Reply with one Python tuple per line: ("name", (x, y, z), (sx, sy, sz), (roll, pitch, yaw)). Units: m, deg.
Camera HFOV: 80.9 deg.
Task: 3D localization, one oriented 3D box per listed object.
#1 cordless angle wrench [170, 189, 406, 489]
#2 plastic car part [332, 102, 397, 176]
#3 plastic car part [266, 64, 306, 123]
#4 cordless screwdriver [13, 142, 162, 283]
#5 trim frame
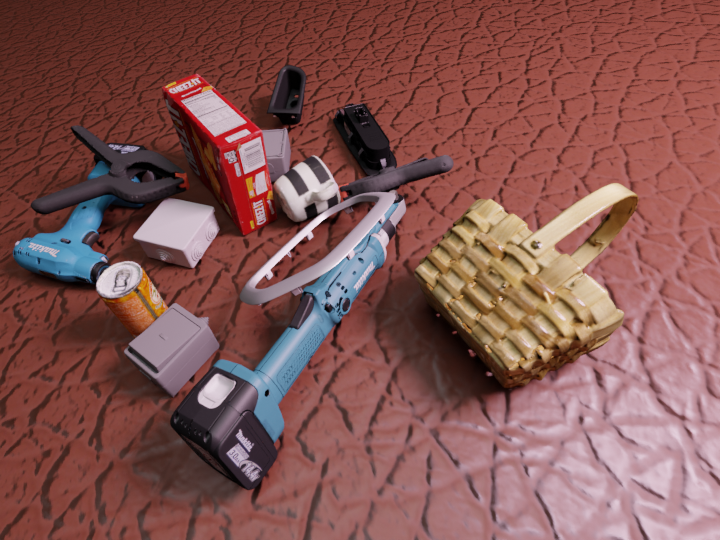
("cordless angle wrench", (-0.041, 0.036, 0.514), (0.078, 0.094, 0.421), (9, 46, 33))
("plastic car part", (0.010, -0.245, 0.752), (0.065, 0.065, 0.212), (-12, 53, -14))
("plastic car part", (-0.135, -0.336, 0.834), (0.067, 0.069, 0.118), (6, 67, 8))
("cordless screwdriver", (-0.397, -0.090, 0.665), (0.163, 0.072, 0.251), (11, 57, 13))
("trim frame", (-0.053, -0.034, 0.539), (0.192, 0.026, 0.247), (-10, 32, 43))
